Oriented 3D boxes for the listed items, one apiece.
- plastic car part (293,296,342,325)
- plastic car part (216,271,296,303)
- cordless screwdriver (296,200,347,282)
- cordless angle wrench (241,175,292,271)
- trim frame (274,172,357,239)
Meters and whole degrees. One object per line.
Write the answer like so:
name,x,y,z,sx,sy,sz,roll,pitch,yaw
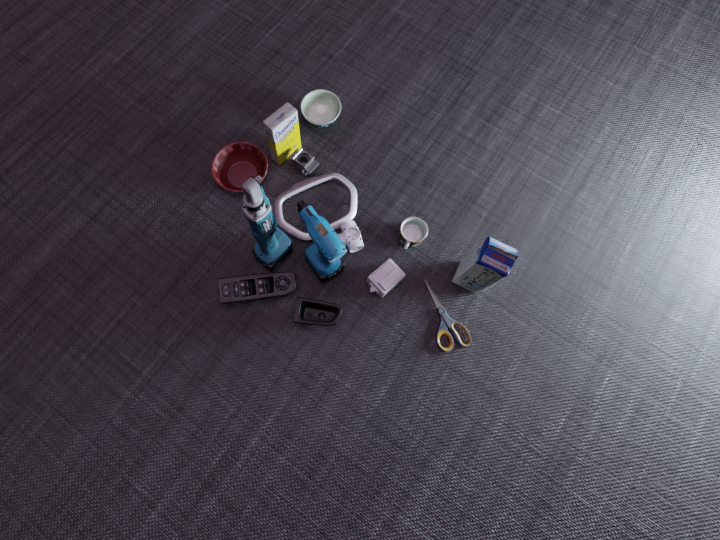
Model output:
plastic car part,-0.107,0.112,1.078,0.117,0.070,0.067,8,73,2
plastic car part,-0.266,0.046,1.104,0.202,0.066,0.068,-8,73,-3
cordless screwdriver,-0.102,-0.067,1.047,0.074,0.245,0.163,-33,78,-12
cordless angle wrench,-0.222,-0.102,0.969,0.076,0.417,0.097,43,75,7
trim frame,-0.125,-0.187,1.201,0.246,0.027,0.189,-27,74,-8
